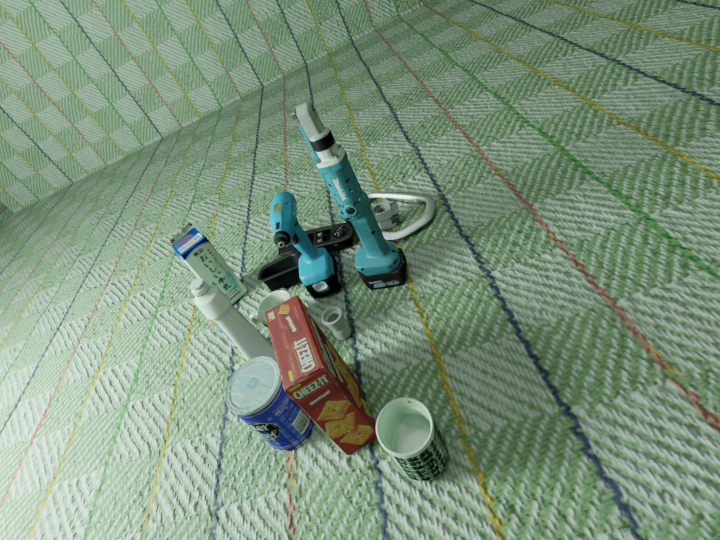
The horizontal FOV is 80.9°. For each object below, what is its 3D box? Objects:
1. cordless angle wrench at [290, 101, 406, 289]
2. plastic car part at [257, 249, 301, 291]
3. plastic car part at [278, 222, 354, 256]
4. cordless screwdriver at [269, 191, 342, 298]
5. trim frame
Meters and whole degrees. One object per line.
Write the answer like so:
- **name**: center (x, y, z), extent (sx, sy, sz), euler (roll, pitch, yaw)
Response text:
- **cordless angle wrench**: center (-0.016, -0.129, 0.805), extent (0.101, 0.402, 0.076), euler (-10, 41, 22)
- **plastic car part**: center (-0.185, 0.011, 1.029), extent (0.117, 0.067, 0.069), euler (-26, 38, 4)
- **plastic car part**: center (-0.104, -0.068, 1.066), extent (0.208, 0.064, 0.068), euler (-15, 40, 18)
- **cordless screwdriver**: center (-0.119, -0.034, 0.902), extent (0.075, 0.237, 0.165), euler (-21, 39, 10)
- **trim frame**: center (0.068, -0.144, 1.068), extent (0.262, 0.026, 0.184), euler (10, 54, 39)
